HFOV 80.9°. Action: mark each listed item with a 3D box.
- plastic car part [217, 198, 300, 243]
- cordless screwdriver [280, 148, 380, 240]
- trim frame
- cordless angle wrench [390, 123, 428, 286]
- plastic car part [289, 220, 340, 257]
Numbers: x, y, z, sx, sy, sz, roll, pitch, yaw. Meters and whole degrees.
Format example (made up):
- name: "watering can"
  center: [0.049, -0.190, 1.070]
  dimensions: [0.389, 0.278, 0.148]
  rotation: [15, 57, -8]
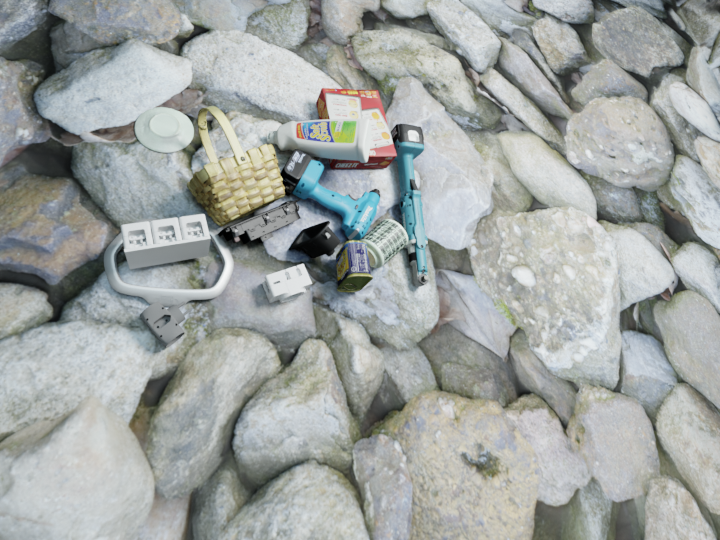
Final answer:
- name: "plastic car part"
  center: [-0.205, -0.104, 0.925]
  dimensions: [0.198, 0.068, 0.067]
  rotation: [-35, 93, -34]
- name: "cordless screwdriver"
  center: [-0.069, -0.196, 1.014]
  dimensions: [0.246, 0.075, 0.160]
  rotation: [34, 56, -6]
- name: "trim frame"
  center: [-0.383, -0.018, 0.855]
  dimensions: [0.241, 0.028, 0.189]
  rotation: [5, 64, -18]
- name: "cordless angle wrench"
  center: [0.128, -0.166, 1.062]
  dimensions: [0.072, 0.099, 0.432]
  rotation: [3, 70, -20]
- name: "plastic car part"
  center: [-0.091, -0.059, 0.928]
  dimensions: [0.068, 0.121, 0.066]
  rotation: [47, 58, -25]
